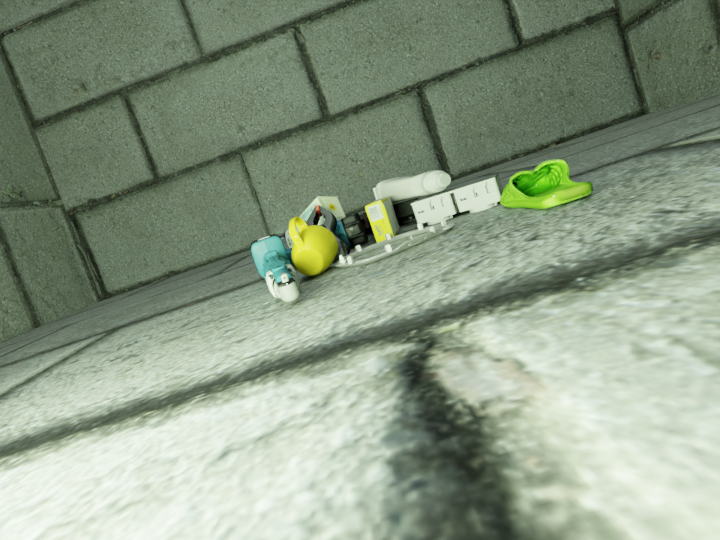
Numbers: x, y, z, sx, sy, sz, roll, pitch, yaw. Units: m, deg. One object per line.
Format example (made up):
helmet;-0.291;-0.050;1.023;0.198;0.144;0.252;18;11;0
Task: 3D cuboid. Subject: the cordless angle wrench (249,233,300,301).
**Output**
cordless angle wrench;-0.156;-0.001;0.790;0.073;0.096;0.435;-20;14;-12

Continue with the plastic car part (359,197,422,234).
plastic car part;0.086;-0.155;1.154;0.208;0.068;0.064;-12;-18;17

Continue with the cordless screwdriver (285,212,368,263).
cordless screwdriver;-0.108;-0.070;1.102;0.249;0.074;0.160;-23;7;1

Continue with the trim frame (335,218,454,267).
trim frame;0.062;-0.054;0.814;0.243;0.027;0.190;-21;10;-20

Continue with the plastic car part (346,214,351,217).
plastic car part;-0.033;-0.132;1.294;0.120;0.070;0.064;-17;8;31
